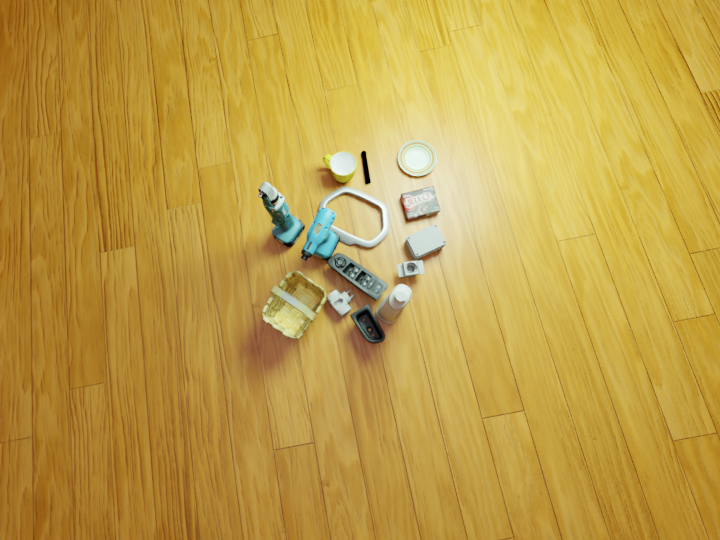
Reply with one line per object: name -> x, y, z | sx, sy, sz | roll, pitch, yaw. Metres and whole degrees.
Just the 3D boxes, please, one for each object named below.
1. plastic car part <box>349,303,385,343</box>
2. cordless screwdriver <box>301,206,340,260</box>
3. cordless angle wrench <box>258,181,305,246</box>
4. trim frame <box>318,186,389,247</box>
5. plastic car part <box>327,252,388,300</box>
plastic car part -> 0.025, 0.173, 1.298 | 0.066, 0.069, 0.119 | -30, 77, -5
cordless screwdriver -> -0.125, -0.082, 1.282 | 0.075, 0.245, 0.159 | 26, 80, 4
cordless angle wrench -> -0.234, -0.166, 1.224 | 0.075, 0.416, 0.098 | 32, 80, 5
trim frame -> -0.022, -0.177, 1.409 | 0.253, 0.027, 0.184 | 26, 80, 10
plastic car part -> -0.012, 0.016, 1.341 | 0.208, 0.065, 0.066 | 36, 81, 11
